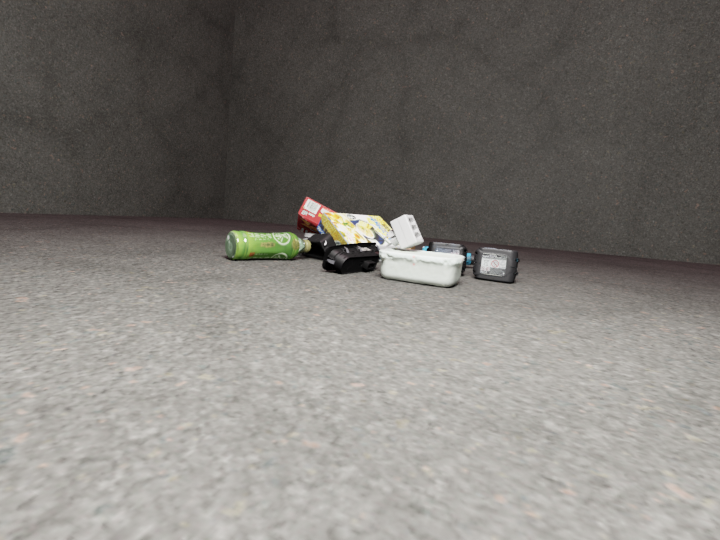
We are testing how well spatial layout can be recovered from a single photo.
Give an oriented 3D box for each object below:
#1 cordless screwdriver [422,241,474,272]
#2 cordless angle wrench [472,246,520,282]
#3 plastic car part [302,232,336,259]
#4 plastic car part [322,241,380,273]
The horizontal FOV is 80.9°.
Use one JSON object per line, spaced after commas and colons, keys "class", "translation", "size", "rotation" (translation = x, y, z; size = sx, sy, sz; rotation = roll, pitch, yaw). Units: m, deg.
{"class": "cordless screwdriver", "translation": [0.246, -0.033, 1.126], "size": [0.162, 0.074, 0.245], "rotation": [6, 3, 9]}
{"class": "cordless angle wrench", "translation": [0.388, -0.023, 1.146], "size": [0.102, 0.074, 0.407], "rotation": [8, 6, 24]}
{"class": "plastic car part", "translation": [-0.113, -0.074, 1.154], "size": [0.070, 0.063, 0.123], "rotation": [-42, 32, -28]}
{"class": "plastic car part", "translation": [-0.011, -0.022, 0.961], "size": [0.071, 0.066, 0.193], "rotation": [39, 25, 30]}
